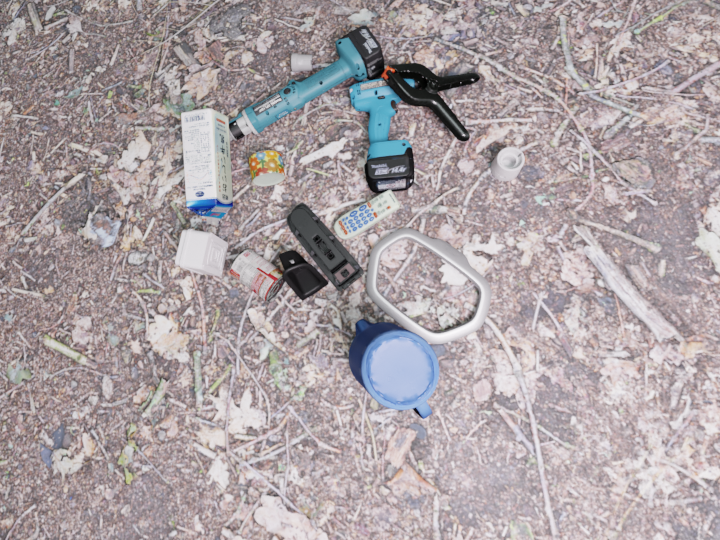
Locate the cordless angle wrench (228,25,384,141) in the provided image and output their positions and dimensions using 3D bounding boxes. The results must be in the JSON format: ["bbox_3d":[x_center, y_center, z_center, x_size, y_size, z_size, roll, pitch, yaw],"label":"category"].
[{"bbox_3d":[-0.152,-0.382,0.932,0.425,0.071,0.101,-28,71,6],"label":"cordless angle wrench"}]

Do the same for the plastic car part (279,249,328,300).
[{"bbox_3d":[-0.121,-0.003,0.828,0.066,0.110,0.075,-33,54,0],"label":"plastic car part"}]

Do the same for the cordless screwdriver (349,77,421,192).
[{"bbox_3d":[0.070,-0.290,0.871,0.161,0.072,0.254,-9,73,7],"label":"cordless screwdriver"}]

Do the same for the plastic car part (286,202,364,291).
[{"bbox_3d":[-0.083,-0.055,0.854,0.066,0.065,0.210,-41,72,6],"label":"plastic car part"}]

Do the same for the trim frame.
[{"bbox_3d":[0.126,0.026,0.814,0.257,0.027,0.184,36,87,17],"label":"trim frame"}]
